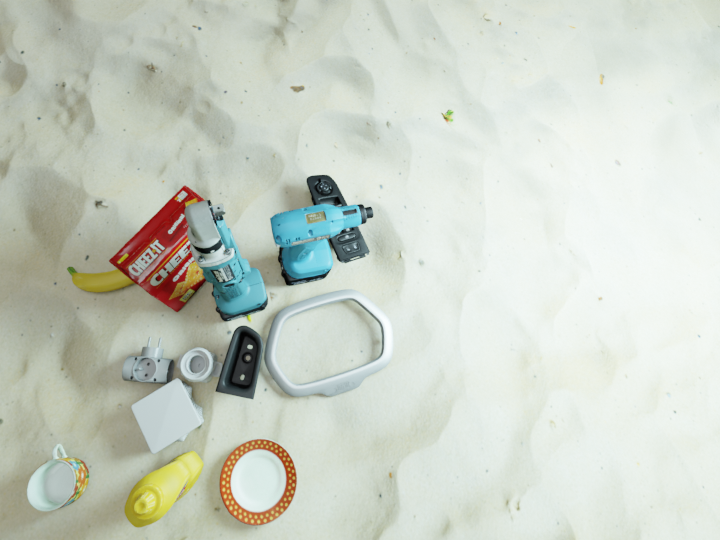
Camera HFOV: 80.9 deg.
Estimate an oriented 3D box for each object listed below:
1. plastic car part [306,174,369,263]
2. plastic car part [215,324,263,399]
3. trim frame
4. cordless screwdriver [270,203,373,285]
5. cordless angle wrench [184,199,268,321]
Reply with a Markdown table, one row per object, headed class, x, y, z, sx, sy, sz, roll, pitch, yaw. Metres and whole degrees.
| class | x | y | z | sx | sy | sz | roll | pitch | yaw |
| --- | --- | --- | --- | --- | --- | --- | --- | --- | --- |
| plastic car part | -0.052 | -0.105 | 0.859 | 0.065 | 0.066 | 0.208 | -20 | 74 | -12 |
| plastic car part | -0.206 | 0.162 | 0.753 | 0.066 | 0.070 | 0.118 | 11 | 71 | -3 |
| trim frame | -0.059 | 0.137 | 0.794 | 0.245 | 0.027 | 0.189 | -17 | 73 | -9 |
| cordless screwdriver | -0.073 | -0.047 | 0.742 | 0.157 | 0.246 | 0.076 | -12 | 76 | -11 |
| cordless angle wrench | -0.200 | -0.003 | 0.627 | 0.096 | 0.419 | 0.076 | -16 | 77 | -13 |
